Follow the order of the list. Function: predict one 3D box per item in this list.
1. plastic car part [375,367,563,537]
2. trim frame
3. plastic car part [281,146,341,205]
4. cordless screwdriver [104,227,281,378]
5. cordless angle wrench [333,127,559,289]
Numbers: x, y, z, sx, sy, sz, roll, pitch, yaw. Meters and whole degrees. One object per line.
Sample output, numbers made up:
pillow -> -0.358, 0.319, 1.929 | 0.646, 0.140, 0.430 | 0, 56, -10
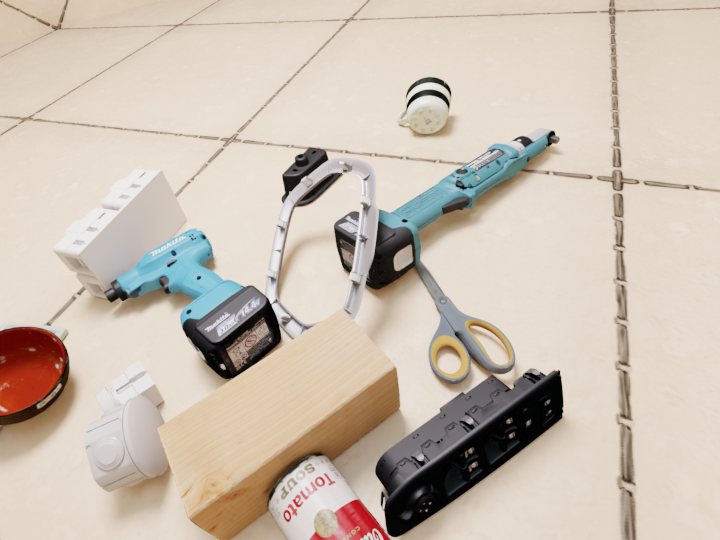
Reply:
plastic car part -> 0.093, 0.152, 0.385 | 0.200, 0.063, 0.071 | -32, 40, -18
trim frame -> -0.053, -0.034, 0.538 | 0.192, 0.026, 0.252 | -4, 68, 38
plastic car part -> -0.091, -0.168, 0.720 | 0.069, 0.068, 0.115 | 20, 51, 28
cordless screwdriver -> -0.226, 0.041, 0.551 | 0.157, 0.071, 0.263 | -36, 47, -24
cordless angle wrench -> 0.150, -0.121, 0.624 | 0.416, 0.071, 0.104 | -34, 43, -23
